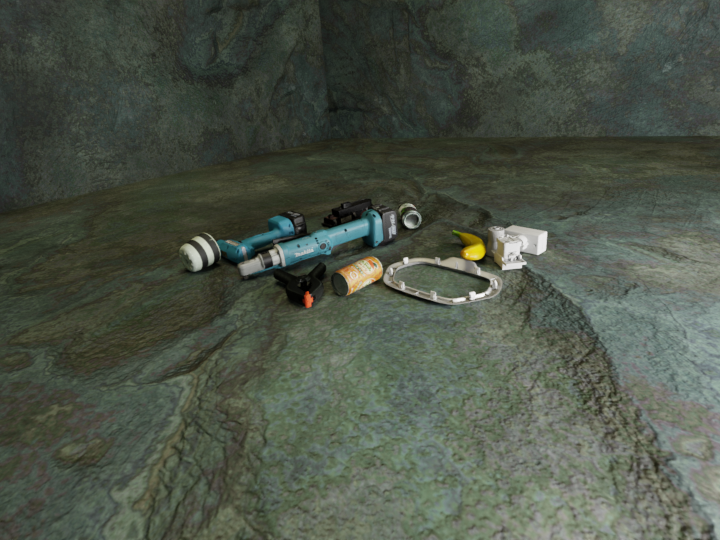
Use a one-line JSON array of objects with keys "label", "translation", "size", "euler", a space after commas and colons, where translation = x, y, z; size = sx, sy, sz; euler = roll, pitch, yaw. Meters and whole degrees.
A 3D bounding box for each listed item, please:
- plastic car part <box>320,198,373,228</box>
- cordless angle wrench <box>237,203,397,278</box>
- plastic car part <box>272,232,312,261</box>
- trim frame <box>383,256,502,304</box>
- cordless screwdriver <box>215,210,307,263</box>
[{"label": "plastic car part", "translation": [-0.032, -0.189, 1.351], "size": [0.196, 0.066, 0.070], "euler": [-19, 19, -34]}, {"label": "cordless angle wrench", "translation": [-0.103, -0.068, 1.058], "size": [0.413, 0.095, 0.078], "euler": [-20, 29, -21]}, {"label": "plastic car part", "translation": [-0.182, -0.060, 1.103], "size": [0.113, 0.065, 0.074], "euler": [-16, 10, -31]}, {"label": "trim frame", "translation": [0.163, 0.013, 0.875], "size": [0.178, 0.027, 0.262], "euler": [-25, 28, -38]}, {"label": "cordless screwdriver", "translation": [-0.280, -0.095, 1.185], "size": [0.242, 0.072, 0.168], "euler": [-30, 32, -35]}]
